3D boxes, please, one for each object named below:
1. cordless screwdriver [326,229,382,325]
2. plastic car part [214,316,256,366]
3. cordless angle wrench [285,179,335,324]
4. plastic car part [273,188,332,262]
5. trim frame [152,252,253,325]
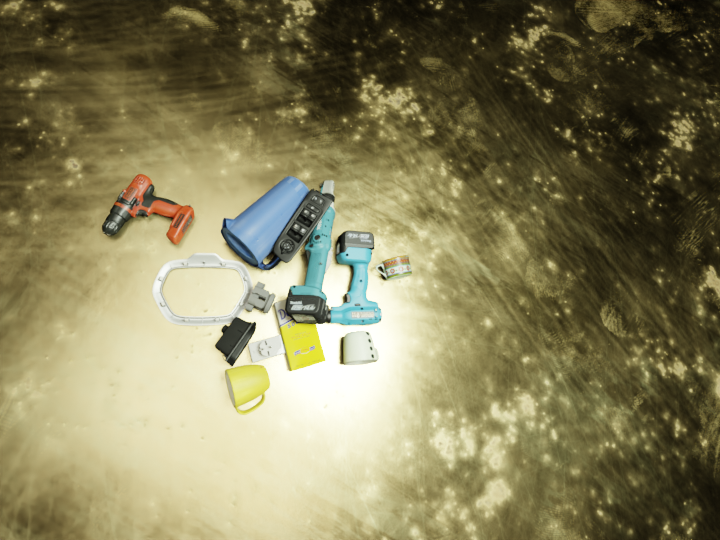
[{"bbox_3d":[-0.031,0.021,1.127,0.156,0.075,0.252,-1,78,-11],"label":"cordless screwdriver"},{"bbox_3d":[-0.315,0.166,1.043,0.072,0.064,0.117,24,67,10],"label":"plastic car part"},{"bbox_3d":[-0.109,-0.071,1.112,0.101,0.071,0.432,-2,59,15],"label":"cordless angle wrench"},{"bbox_3d":[-0.153,-0.110,1.083,0.066,0.067,0.203,33,75,-1],"label":"plastic car part"},{"bbox_3d":[-0.400,0.047,1.077,0.245,0.027,0.187,0,73,-8],"label":"trim frame"}]
